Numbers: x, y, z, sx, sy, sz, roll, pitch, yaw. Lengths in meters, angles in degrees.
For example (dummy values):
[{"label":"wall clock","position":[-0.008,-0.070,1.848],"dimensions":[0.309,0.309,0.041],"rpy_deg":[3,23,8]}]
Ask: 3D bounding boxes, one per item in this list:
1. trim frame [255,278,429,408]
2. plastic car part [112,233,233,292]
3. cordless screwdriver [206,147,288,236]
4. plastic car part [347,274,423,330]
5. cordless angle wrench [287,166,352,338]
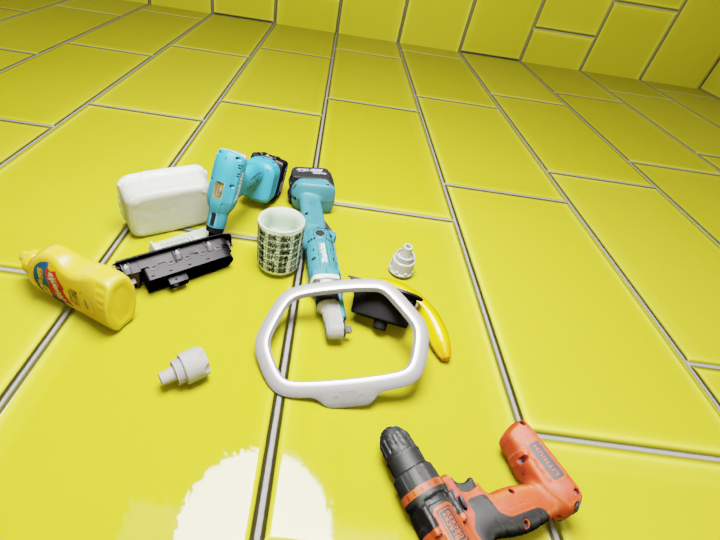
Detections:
[{"label":"trim frame","position":[-0.027,0.098,0.605],"dimensions":[0.248,0.027,0.190],"rpy_deg":[-6,59,-2]},{"label":"plastic car part","position":[-0.296,-0.011,0.702],"dimensions":[0.197,0.065,0.070],"rpy_deg":[-26,62,-35]},{"label":"cordless screwdriver","position":[-0.226,-0.156,0.829],"dimensions":[0.075,0.158,0.248],"rpy_deg":[20,17,3]},{"label":"plastic car part","position":[0.032,0.058,0.674],"dimensions":[0.121,0.063,0.071],"rpy_deg":[18,82,22]},{"label":"cordless angle wrench","position":[-0.077,-0.050,0.786],"dimensions":[0.096,0.073,0.440],"rpy_deg":[-1,43,-13]}]
